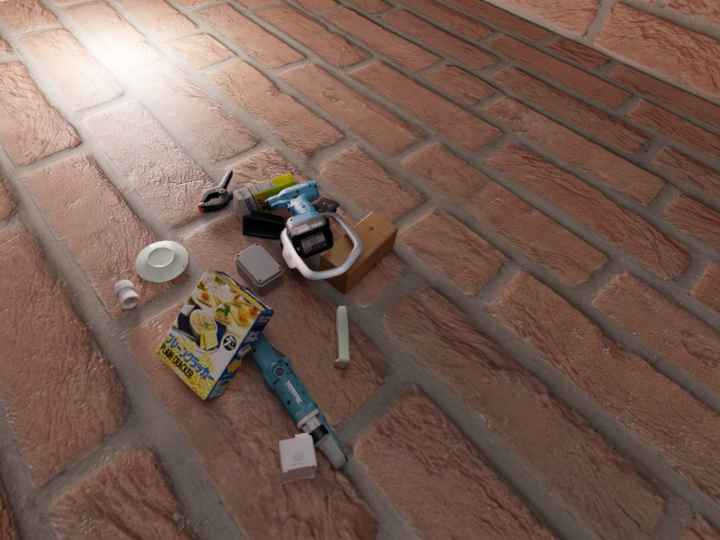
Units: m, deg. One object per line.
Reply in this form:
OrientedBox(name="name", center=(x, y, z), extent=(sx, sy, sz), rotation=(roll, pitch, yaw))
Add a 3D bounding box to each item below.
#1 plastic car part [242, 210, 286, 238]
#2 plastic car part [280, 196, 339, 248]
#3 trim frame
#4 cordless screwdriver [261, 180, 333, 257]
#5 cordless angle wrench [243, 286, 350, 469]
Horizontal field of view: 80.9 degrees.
OrientedBox(name="plastic car part", center=(-0.259, -0.131, 1.158), extent=(0.116, 0.064, 0.073), rotation=(7, 38, -4))
OrientedBox(name="plastic car part", center=(-0.139, -0.112, 1.140), extent=(0.069, 0.065, 0.201), rotation=(30, 60, 19))
OrientedBox(name="trim frame", center=(-0.101, -0.066, 1.034), extent=(0.182, 0.026, 0.262), rotation=(-27, 47, -12))
OrientedBox(name="cordless screwdriver", center=(-0.163, -0.132, 1.056), extent=(0.159, 0.071, 0.260), rotation=(-19, 41, -3))
OrientedBox(name="cordless angle wrench", center=(-0.169, 0.219, 0.887), extent=(0.096, 0.072, 0.442), rotation=(-29, 62, -24))
